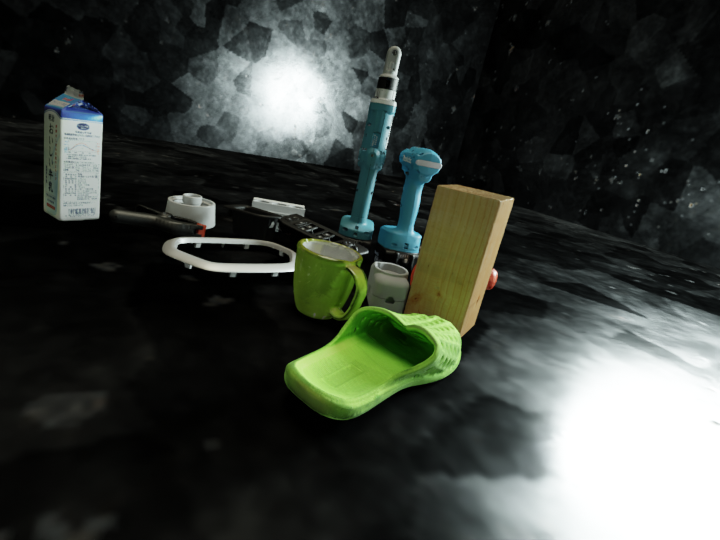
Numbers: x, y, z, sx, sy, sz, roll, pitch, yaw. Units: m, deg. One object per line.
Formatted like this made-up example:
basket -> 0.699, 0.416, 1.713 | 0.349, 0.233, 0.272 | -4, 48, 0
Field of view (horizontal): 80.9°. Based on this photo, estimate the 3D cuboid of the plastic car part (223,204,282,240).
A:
plastic car part -> -0.218, -0.091, 0.857 | 0.122, 0.070, 0.063 | 22, 19, 30

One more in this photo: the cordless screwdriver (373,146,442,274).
cordless screwdriver -> 0.087, -0.125, 0.855 | 0.073, 0.246, 0.164 | 9, 17, -14

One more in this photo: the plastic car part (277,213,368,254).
plastic car part -> -0.081, -0.053, 0.830 | 0.214, 0.066, 0.064 | 23, 20, 32

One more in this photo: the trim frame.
trim frame -> -0.215, -0.028, 0.736 | 0.237, 0.027, 0.195 | -3, 22, -37

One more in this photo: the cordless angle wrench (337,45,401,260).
cordless angle wrench -> 0.023, -0.232, 0.866 | 0.075, 0.418, 0.099 | 12, 16, -1
